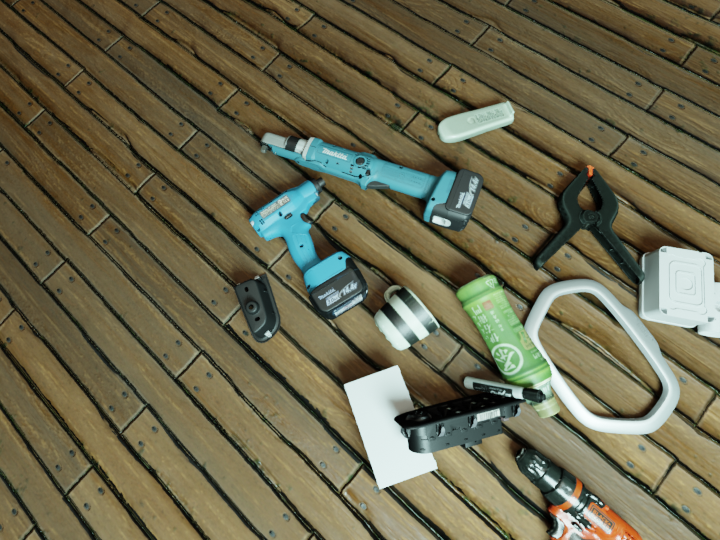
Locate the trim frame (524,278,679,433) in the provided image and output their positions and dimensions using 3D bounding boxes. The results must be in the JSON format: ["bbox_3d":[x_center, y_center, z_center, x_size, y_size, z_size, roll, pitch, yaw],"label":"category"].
[{"bbox_3d":[0.375,0.131,0.666,0.184,0.027,0.257,-30,70,-2],"label":"trim frame"}]

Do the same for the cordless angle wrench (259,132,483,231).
[{"bbox_3d":[0.002,-0.189,0.789,0.435,0.072,0.098,21,76,15],"label":"cordless angle wrench"}]

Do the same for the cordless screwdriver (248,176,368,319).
[{"bbox_3d":[-0.073,-0.048,0.752,0.158,0.072,0.258,-36,69,-6],"label":"cordless screwdriver"}]

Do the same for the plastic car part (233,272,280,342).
[{"bbox_3d":[-0.182,0.062,0.730,0.066,0.069,0.120,-24,70,-2],"label":"plastic car part"}]

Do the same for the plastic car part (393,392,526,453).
[{"bbox_3d":[0.139,0.219,0.610,0.196,0.069,0.067,0,92,-23],"label":"plastic car part"}]
